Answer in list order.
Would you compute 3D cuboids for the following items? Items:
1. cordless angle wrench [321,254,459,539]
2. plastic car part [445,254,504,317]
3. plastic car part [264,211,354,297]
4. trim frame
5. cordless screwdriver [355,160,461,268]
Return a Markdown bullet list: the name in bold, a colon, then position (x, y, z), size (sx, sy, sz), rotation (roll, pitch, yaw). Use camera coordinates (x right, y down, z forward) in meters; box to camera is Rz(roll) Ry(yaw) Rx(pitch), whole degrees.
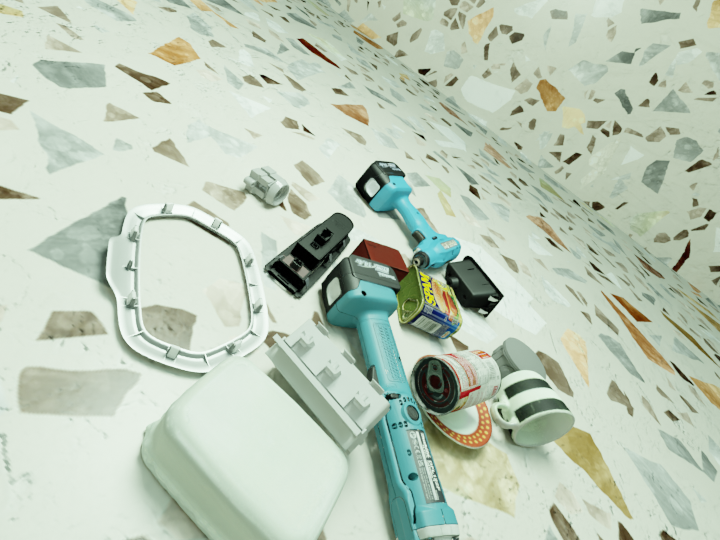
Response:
- **cordless angle wrench**: position (0.039, 0.166, 0.467), size (0.093, 0.075, 0.441), rotation (16, 40, -31)
- **plastic car part**: position (0.199, 0.027, 0.799), size (0.068, 0.065, 0.122), rotation (-5, 47, -28)
- **plastic car part**: position (-0.063, -0.041, 0.641), size (0.067, 0.067, 0.201), rotation (33, 30, 4)
- **trim frame**: position (-0.196, 0.004, 0.492), size (0.175, 0.027, 0.260), rotation (10, 43, -33)
- **cordless screwdriver**: position (0.085, -0.109, 0.847), size (0.153, 0.075, 0.257), rotation (-16, 63, -51)
